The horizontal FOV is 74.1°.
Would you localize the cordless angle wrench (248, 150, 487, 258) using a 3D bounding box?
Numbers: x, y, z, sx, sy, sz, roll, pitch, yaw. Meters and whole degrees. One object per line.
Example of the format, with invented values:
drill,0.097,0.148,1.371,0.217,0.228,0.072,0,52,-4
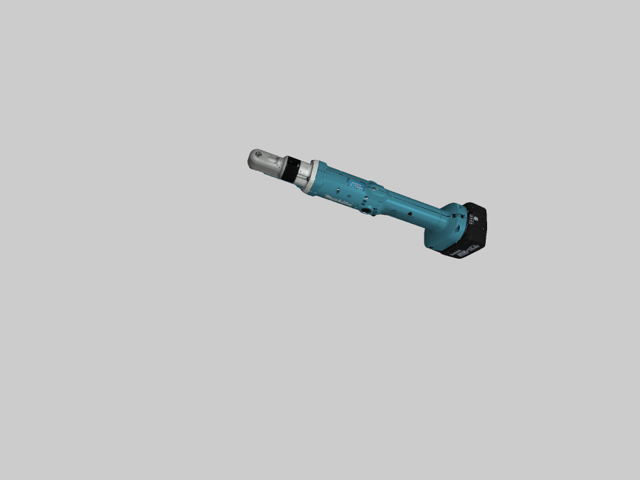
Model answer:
cordless angle wrench,0.082,-0.071,0.723,0.423,0.074,0.098,18,-25,-12
